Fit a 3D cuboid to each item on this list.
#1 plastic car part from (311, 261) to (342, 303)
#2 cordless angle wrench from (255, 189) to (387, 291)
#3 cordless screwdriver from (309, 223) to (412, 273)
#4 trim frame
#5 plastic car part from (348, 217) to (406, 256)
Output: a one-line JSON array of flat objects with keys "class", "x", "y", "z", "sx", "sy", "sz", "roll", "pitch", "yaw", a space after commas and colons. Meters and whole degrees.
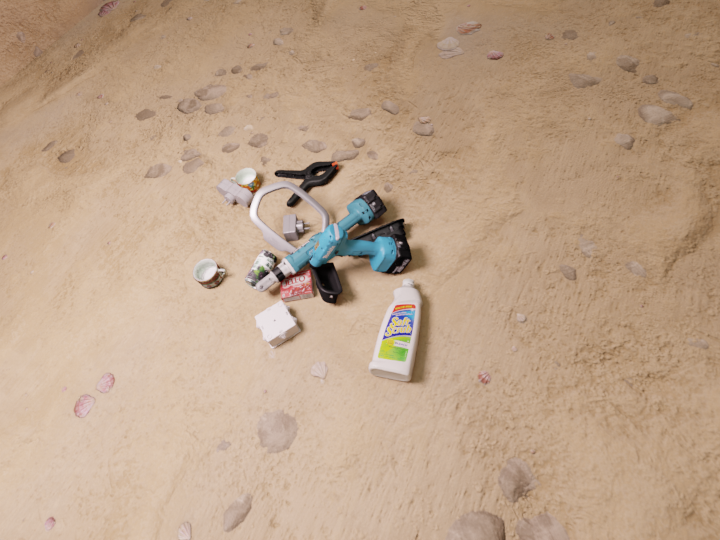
[{"class": "plastic car part", "x": -0.090, "y": 0.042, "z": 1.120, "sx": 0.064, "sy": 0.069, "sz": 0.122, "roll": -7, "pitch": 46, "yaw": -17}, {"class": "cordless angle wrench", "x": -0.114, "y": -0.075, "z": 1.170, "sx": 0.419, "sy": 0.073, "sz": 0.101, "roll": -38, "pitch": 13, "yaw": -13}, {"class": "cordless screwdriver", "x": -0.005, "y": -0.041, "z": 1.098, "sx": 0.240, "sy": 0.159, "sz": 0.077, "roll": 9, "pitch": 53, "yaw": -23}, {"class": "trim frame", "x": -0.198, "y": -0.144, "z": 1.208, "sx": 0.243, "sy": 0.028, "sz": 0.184, "roll": 38, "pitch": 75, "yaw": -12}, {"class": "plastic car part", "x": 0.043, "y": -0.086, "z": 1.176, "sx": 0.202, "sy": 0.064, "sz": 0.069, "roll": -28, "pitch": 70, "yaw": -5}]
